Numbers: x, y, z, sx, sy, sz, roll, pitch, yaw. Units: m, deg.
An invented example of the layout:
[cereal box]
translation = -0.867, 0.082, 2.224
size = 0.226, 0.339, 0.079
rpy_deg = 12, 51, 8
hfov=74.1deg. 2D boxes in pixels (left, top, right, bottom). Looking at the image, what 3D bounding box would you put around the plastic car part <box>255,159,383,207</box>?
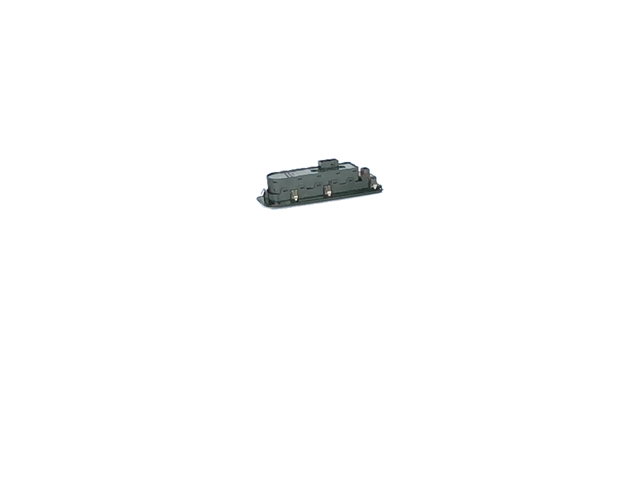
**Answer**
[plastic car part]
translation = -0.002, -0.091, 0.676
size = 0.202, 0.067, 0.066
rpy_deg = -14, 35, -16
